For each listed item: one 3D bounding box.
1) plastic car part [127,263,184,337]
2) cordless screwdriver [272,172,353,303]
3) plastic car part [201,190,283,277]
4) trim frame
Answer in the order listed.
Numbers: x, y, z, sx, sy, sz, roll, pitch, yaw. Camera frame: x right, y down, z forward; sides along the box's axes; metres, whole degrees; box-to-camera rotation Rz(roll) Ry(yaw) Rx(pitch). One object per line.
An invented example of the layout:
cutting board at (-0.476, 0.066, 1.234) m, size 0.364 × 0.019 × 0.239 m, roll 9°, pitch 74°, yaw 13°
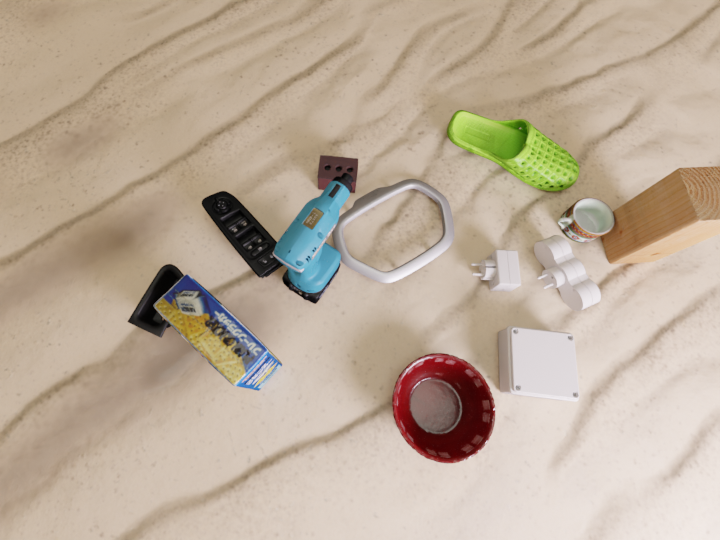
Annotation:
plastic car part at (-0.338, 0.055, 0.740) m, size 0.067 × 0.070 × 0.117 m, roll 22°, pitch 72°, yaw 5°
cordless screwdriver at (-0.067, -0.044, 0.682) m, size 0.076 × 0.245 × 0.159 m, roll 32°, pitch 73°, yaw 6°
plastic car part at (-0.216, -0.069, 0.787) m, size 0.066 × 0.066 × 0.209 m, roll -39°, pitch 75°, yaw -14°
trim frame at (0.065, -0.082, 0.810) m, size 0.246 × 0.027 × 0.190 m, roll -32°, pitch 73°, yaw -11°
